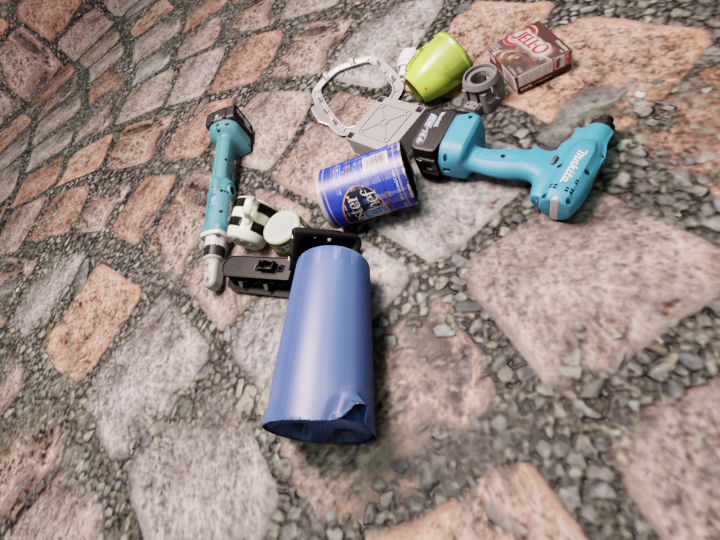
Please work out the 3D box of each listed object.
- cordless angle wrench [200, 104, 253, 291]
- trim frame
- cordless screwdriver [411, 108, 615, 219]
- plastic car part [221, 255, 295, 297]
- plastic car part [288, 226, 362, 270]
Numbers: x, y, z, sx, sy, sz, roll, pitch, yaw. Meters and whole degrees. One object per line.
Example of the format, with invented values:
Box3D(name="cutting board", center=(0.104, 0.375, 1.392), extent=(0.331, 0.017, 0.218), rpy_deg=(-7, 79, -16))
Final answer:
Box3D(name="cordless angle wrench", center=(-0.281, -0.156, 0.860), extent=(0.076, 0.093, 0.435), rpy_deg=(-14, 59, 16))
Box3D(name="trim frame", center=(-0.016, -0.372, 0.882), extent=(0.186, 0.026, 0.260), rpy_deg=(-32, 53, 9))
Box3D(name="cordless screwdriver", center=(0.212, -0.180, 0.612), extent=(0.263, 0.070, 0.159), rpy_deg=(27, 76, 34))
Box3D(name="plastic car part", center=(-0.158, 0.006, 0.711), extent=(0.212, 0.063, 0.067), rpy_deg=(1, 69, 32))
Box3D(name="plastic car part", center=(-0.066, -0.043, 0.674), extent=(0.075, 0.112, 0.065), rpy_deg=(43, 128, 52))
